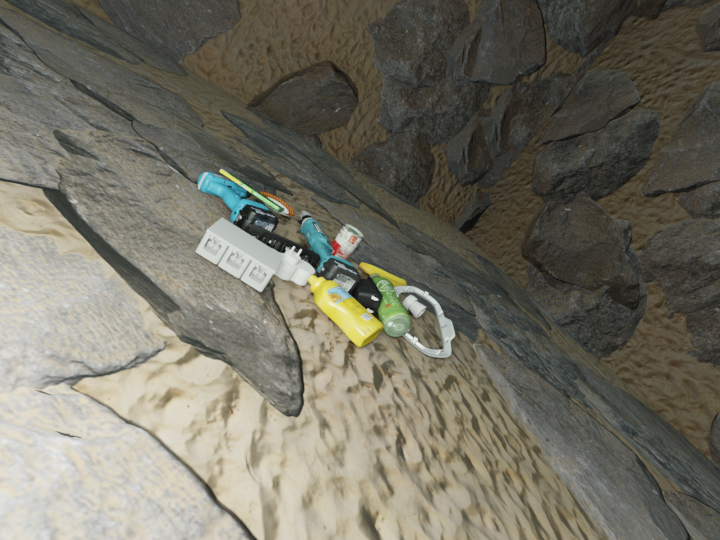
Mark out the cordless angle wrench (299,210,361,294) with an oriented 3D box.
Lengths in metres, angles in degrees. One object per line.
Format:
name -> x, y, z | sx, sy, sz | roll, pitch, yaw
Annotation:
cordless angle wrench -> -0.115, -0.075, 1.173 | 0.093, 0.074, 0.443 | 24, 18, -30

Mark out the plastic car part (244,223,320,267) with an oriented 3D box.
plastic car part -> -0.189, -0.050, 0.988 | 0.193, 0.066, 0.070 | 24, 6, -28

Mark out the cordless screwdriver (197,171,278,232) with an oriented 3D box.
cordless screwdriver -> -0.296, -0.163, 1.076 | 0.262, 0.074, 0.151 | 42, 19, 34

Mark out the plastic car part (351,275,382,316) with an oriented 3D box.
plastic car part -> 0.001, 0.056, 1.065 | 0.068, 0.065, 0.122 | 11, 23, -22

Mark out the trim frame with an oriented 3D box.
trim frame -> 0.165, 0.126, 1.125 | 0.180, 0.027, 0.255 | 22, 33, -14
